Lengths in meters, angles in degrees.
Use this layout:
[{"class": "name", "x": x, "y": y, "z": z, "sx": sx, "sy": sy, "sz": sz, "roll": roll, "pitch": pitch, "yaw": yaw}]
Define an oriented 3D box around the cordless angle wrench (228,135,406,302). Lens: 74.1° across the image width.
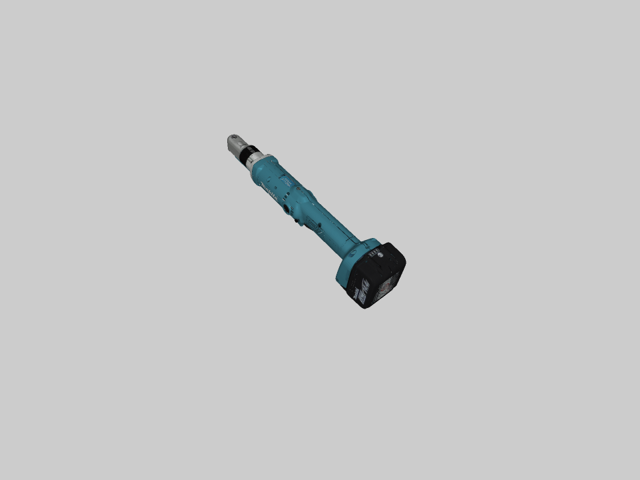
[{"class": "cordless angle wrench", "x": -0.037, "y": -0.063, "z": 0.732, "sx": 0.074, "sy": 0.422, "sz": 0.098, "roll": -31, "pitch": -28, "yaw": -28}]
